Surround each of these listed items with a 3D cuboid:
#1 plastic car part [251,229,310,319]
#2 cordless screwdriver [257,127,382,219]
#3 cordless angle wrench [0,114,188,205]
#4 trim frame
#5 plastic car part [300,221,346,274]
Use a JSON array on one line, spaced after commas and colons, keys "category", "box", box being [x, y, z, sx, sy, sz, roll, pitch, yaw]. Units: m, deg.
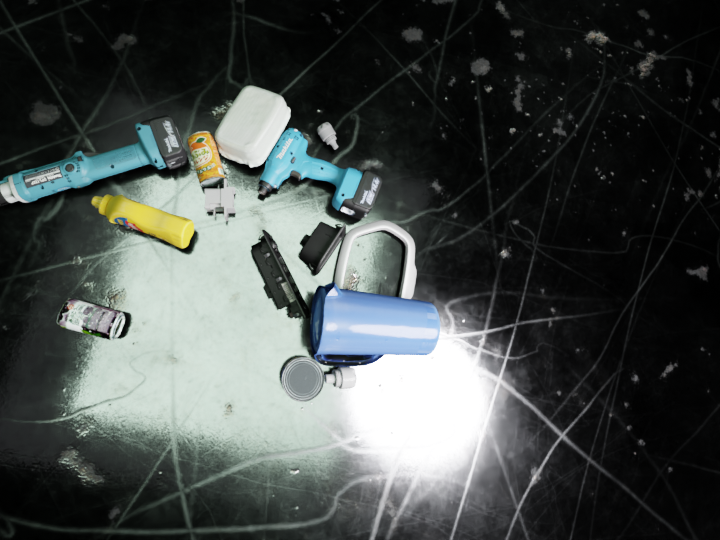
[{"category": "plastic car part", "box": [-0.170, 0.013, 0.876, 0.068, 0.065, 0.204, -24, 86, 11]}, {"category": "cordless screwdriver", "box": [-0.090, -0.188, 0.918, 0.249, 0.074, 0.159, 27, 77, -1]}, {"category": "cordless angle wrench", "box": [-0.564, -0.197, 0.837, 0.418, 0.075, 0.099, -21, 86, -11]}, {"category": "trim frame", "box": [0.036, 0.009, 0.927, 0.182, 0.027, 0.251, 12, 76, -7]}, {"category": "plastic car part", "box": [-0.088, -0.058, 0.904, 0.073, 0.064, 0.116, 34, 79, 10]}]
